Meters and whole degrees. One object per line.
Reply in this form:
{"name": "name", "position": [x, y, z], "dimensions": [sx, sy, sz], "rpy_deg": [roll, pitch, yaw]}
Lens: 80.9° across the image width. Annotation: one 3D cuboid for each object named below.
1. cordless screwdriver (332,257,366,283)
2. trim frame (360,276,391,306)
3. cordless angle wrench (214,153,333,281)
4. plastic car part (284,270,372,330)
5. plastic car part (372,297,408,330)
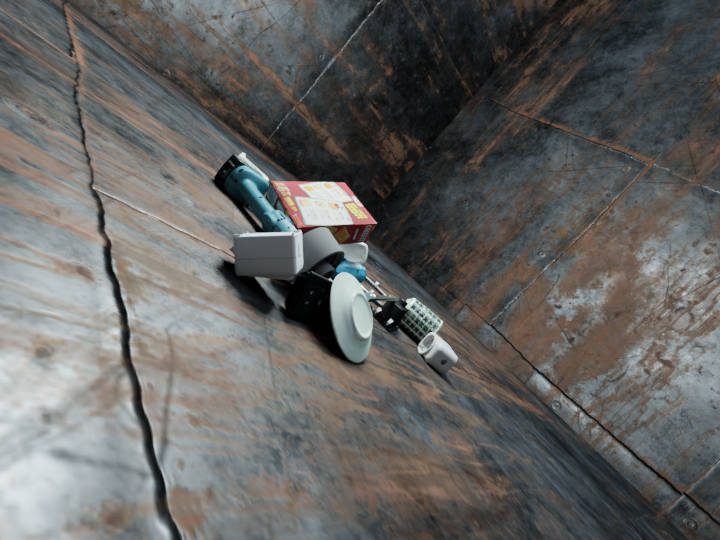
{"name": "cordless screwdriver", "position": [-0.100, -0.066, 1.027], "dimensions": [0.261, 0.074, 0.151], "rpy_deg": [49, 17, 28]}
{"name": "trim frame", "position": [0.031, 0.047, 1.215], "dimensions": [0.180, 0.027, 0.253], "rpy_deg": [38, 9, -13]}
{"name": "cordless angle wrench", "position": [-0.165, -0.088, 0.843], "dimensions": [0.446, 0.074, 0.092], "rpy_deg": [48, 10, 34]}
{"name": "plastic car part", "position": [-0.051, 0.053, 0.639], "dimensions": [0.071, 0.066, 0.191], "rpy_deg": [14, -10, 38]}
{"name": "plastic car part", "position": [0.078, 0.095, 0.982], "dimensions": [0.068, 0.071, 0.112], "rpy_deg": [45, 11, 19]}
